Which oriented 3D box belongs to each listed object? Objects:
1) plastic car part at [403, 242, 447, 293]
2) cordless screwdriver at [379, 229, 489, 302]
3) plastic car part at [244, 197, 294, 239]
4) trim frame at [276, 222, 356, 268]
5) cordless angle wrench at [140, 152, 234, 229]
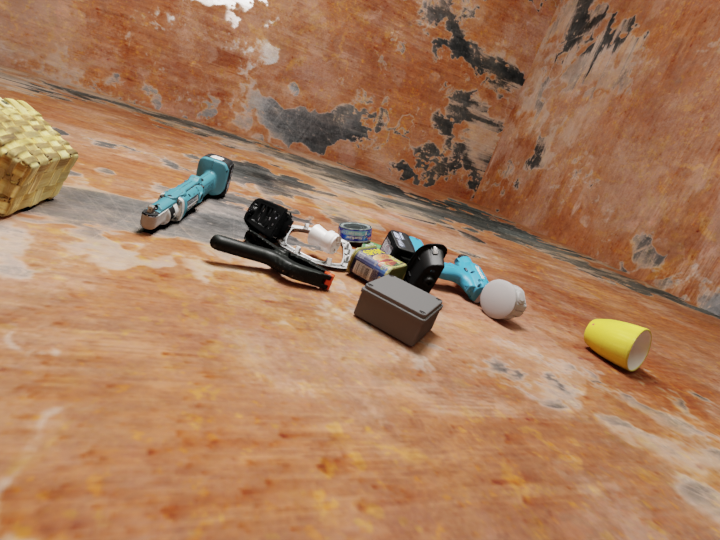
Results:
[{"bbox_3d":[0.130,0.007,0.841,0.065,0.115,0.073,17,41,-11],"label":"plastic car part"},{"bbox_3d":[0.165,-0.021,0.962,0.244,0.074,0.164,18,29,-11],"label":"cordless screwdriver"},{"bbox_3d":[-0.190,-0.110,0.895,0.063,0.066,0.214,21,4,-38],"label":"plastic car part"},{"bbox_3d":[-0.091,-0.060,0.935,0.183,0.027,0.252,18,16,-5],"label":"trim frame"},{"bbox_3d":[-0.362,-0.165,0.896,0.073,0.097,0.432,17,22,-9],"label":"cordless angle wrench"}]
